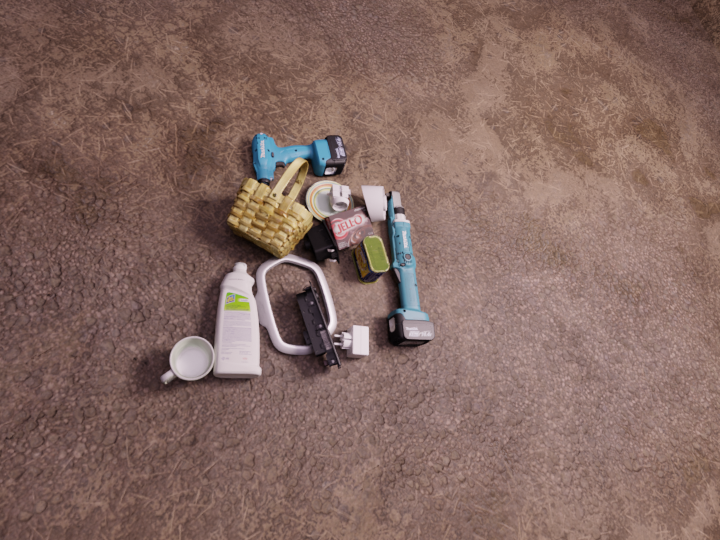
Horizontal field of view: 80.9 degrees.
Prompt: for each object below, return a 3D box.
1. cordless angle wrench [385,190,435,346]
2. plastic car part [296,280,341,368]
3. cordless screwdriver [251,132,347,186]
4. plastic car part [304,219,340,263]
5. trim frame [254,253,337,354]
[{"bbox_3d":[0.109,-0.024,1.090,0.095,0.074,0.434,4,63,-16],"label":"cordless angle wrench"},{"bbox_3d":[-0.098,0.125,0.948,0.067,0.064,0.208,-19,73,3],"label":"plastic car part"},{"bbox_3d":[-0.163,-0.288,1.131,0.244,0.074,0.163,-3,69,-13],"label":"cordless screwdriver"},{"bbox_3d":[-0.103,-0.067,1.049,0.070,0.063,0.122,-21,48,-11],"label":"plastic car part"},{"bbox_3d":[-0.155,0.075,0.995,0.179,0.027,0.255,-12,72,-21],"label":"trim frame"}]
